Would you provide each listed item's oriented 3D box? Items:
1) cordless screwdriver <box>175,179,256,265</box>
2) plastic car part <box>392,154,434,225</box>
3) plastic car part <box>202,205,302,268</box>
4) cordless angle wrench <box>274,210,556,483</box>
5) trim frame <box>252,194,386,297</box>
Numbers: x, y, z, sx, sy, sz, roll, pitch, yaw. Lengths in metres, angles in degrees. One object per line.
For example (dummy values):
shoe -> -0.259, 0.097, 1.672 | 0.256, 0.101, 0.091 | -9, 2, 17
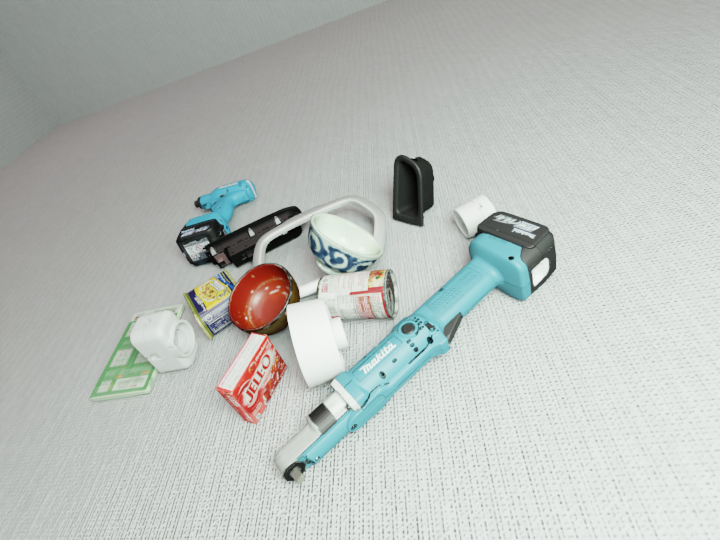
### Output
cordless screwdriver -> -0.335, -0.114, 0.941 | 0.163, 0.071, 0.254 | -12, 37, 15
plastic car part -> 0.099, -0.145, 0.730 | 0.068, 0.114, 0.070 | -22, 30, -40
plastic car part -> -0.195, -0.060, 0.813 | 0.202, 0.063, 0.071 | -30, 48, -7
cordless angle wrench -> 0.067, 0.086, 0.512 | 0.419, 0.071, 0.104 | -40, 41, -15
trim frame -> -0.072, -0.047, 0.733 | 0.248, 0.026, 0.193 | -27, 53, 0
